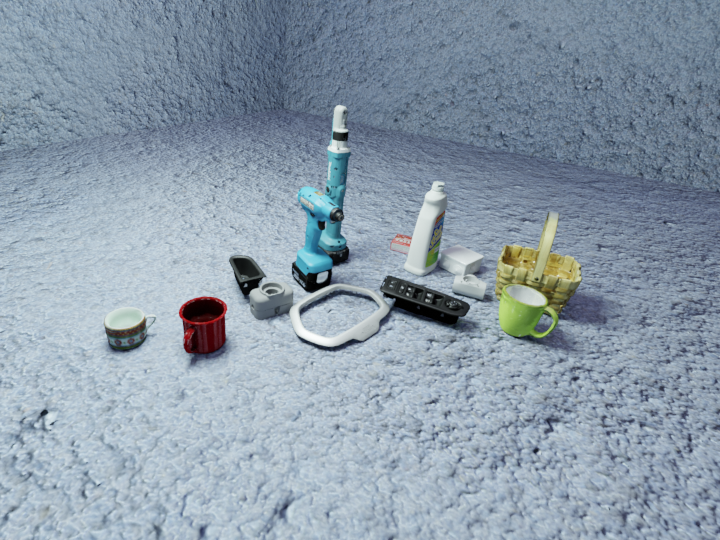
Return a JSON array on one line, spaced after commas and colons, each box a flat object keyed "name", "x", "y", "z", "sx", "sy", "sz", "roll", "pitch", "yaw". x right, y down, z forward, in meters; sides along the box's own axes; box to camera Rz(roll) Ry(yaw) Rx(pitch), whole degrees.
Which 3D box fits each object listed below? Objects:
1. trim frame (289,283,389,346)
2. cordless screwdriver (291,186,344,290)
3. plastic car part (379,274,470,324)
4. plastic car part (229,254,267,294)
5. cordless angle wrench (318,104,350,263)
[{"name": "trim frame", "x": -0.047, "y": 0.096, "z": 0.961, "sx": 0.194, "sy": 0.027, "sz": 0.241, "roll": 27, "pitch": 36, "yaw": 34}, {"name": "cordless screwdriver", "x": -0.100, "y": -0.065, "z": 1.021, "sx": 0.072, "sy": 0.243, "sz": 0.169, "roll": -13, "pitch": 33, "yaw": -33}, {"name": "plastic car part", "x": 0.146, "y": 0.076, "z": 0.981, "sx": 0.210, "sy": 0.065, "sz": 0.066, "roll": 14, "pitch": 30, "yaw": 18}, {"name": "plastic car part", "x": -0.279, "y": 0.017, "z": 1.029, "sx": 0.064, "sy": 0.069, "sz": 0.123, "roll": -11, "pitch": 33, "yaw": -29}, {"name": "cordless angle wrench", "x": -0.066, "y": -0.217, "z": 1.123, "sx": 0.072, "sy": 0.413, "sz": 0.104, "roll": -14, "pitch": 34, "yaw": -34}]
